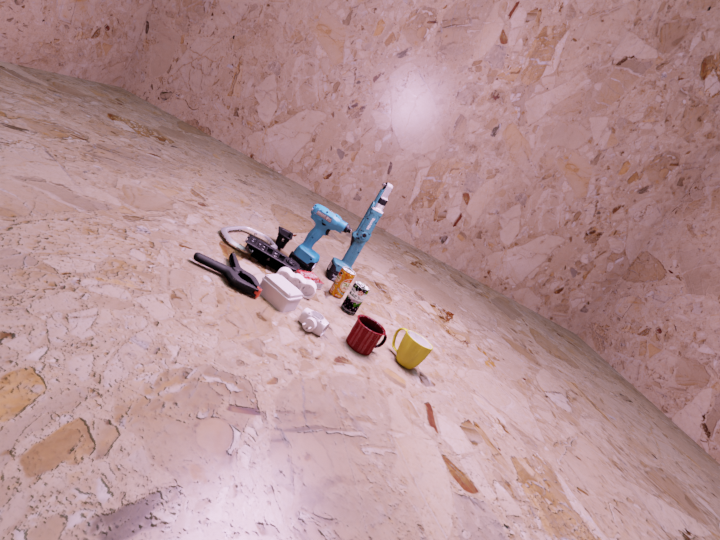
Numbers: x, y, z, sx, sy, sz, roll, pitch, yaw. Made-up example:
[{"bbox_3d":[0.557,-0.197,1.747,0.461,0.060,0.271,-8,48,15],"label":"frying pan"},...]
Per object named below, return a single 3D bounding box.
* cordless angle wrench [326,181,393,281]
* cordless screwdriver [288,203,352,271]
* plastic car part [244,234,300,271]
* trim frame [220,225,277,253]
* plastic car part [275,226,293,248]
[{"bbox_3d":[0.007,-0.139,1.595,0.095,0.422,0.076,26,15,-15],"label":"cordless angle wrench"},{"bbox_3d":[-0.148,-0.097,1.515,0.163,0.248,0.073,33,15,11],"label":"cordless screwdriver"},{"bbox_3d":[-0.300,-0.041,1.413,0.200,0.067,0.067,27,15,-8],"label":"plastic car part"},{"bbox_3d":[-0.400,-0.109,1.529,0.190,0.027,0.242,32,16,13],"label":"trim frame"},{"bbox_3d":[-0.305,-0.119,1.647,0.064,0.071,0.119,26,15,-14],"label":"plastic car part"}]
